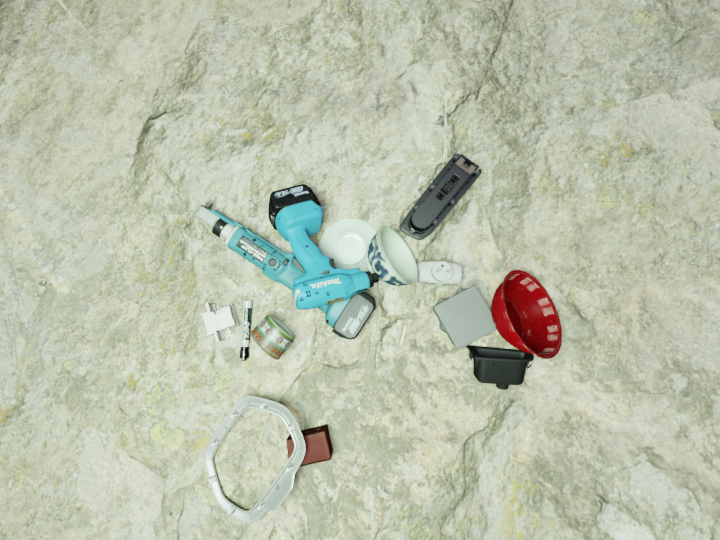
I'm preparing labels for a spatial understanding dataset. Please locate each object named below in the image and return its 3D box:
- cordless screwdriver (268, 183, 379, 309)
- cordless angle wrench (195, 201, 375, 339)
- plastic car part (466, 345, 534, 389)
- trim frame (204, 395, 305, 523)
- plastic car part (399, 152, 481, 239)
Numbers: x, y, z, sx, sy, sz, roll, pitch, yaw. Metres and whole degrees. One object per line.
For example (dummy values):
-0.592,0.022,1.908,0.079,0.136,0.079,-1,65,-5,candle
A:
-0.079,-0.051,0.805,0.156,0.073,0.259,-14,59,-17,cordless screwdriver
-0.169,-0.014,0.854,0.433,0.072,0.098,32,86,12,cordless angle wrench
0.258,0.183,0.782,0.117,0.066,0.070,7,99,3,plastic car part
-0.204,0.353,0.791,0.191,0.026,0.248,39,99,20,trim frame
0.161,-0.146,0.840,0.067,0.067,0.203,40,90,0,plastic car part
